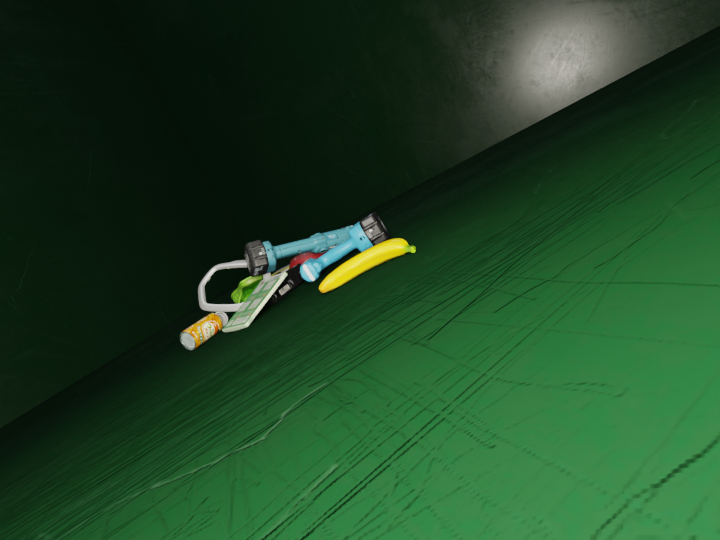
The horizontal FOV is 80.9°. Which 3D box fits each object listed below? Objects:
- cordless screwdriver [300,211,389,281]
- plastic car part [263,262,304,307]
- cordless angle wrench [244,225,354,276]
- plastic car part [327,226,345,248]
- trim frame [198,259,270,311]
[{"bbox_3d":[-0.047,-0.059,1.125,0.250,0.074,0.160,-32,7,7],"label":"cordless screwdriver"},{"bbox_3d":[-0.207,0.033,1.156,0.068,0.067,0.198,-33,1,37],"label":"plastic car part"},{"bbox_3d":[-0.119,-0.078,1.217,0.413,0.076,0.098,-16,-17,-20],"label":"cordless angle wrench"},{"bbox_3d":[-0.062,-0.103,1.359,0.115,0.068,0.070,-44,-30,-62],"label":"plastic car part"},{"bbox_3d":[-0.369,0.040,1.229,0.257,0.026,0.188,-5,54,24],"label":"trim frame"}]
